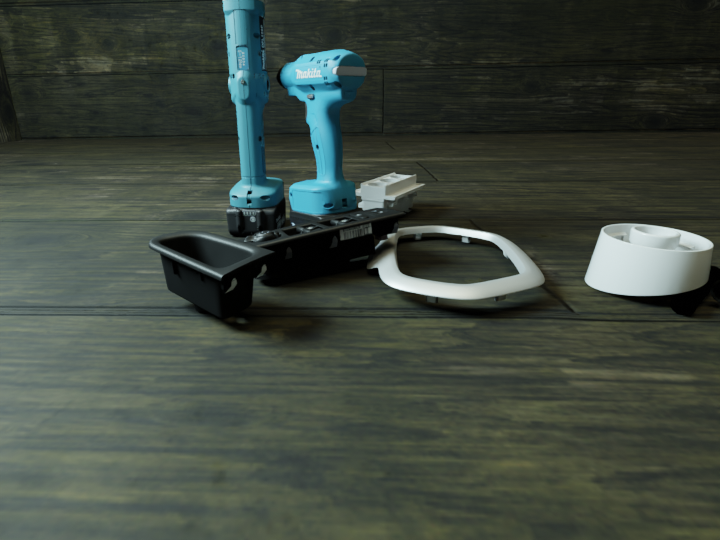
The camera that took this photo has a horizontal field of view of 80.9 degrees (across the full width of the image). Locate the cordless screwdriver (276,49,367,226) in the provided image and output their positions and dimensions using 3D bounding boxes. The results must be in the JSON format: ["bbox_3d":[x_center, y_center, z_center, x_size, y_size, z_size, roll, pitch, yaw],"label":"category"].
[{"bbox_3d":[-0.063,-0.163,0.582,0.072,0.244,0.168,-14,25,-37],"label":"cordless screwdriver"}]

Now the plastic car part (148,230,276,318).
[{"bbox_3d":[-0.143,0.007,0.398,0.122,0.069,0.064,14,25,32],"label":"plastic car part"}]

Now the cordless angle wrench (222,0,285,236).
[{"bbox_3d":[-0.155,-0.259,0.594,0.075,0.414,0.099,2,20,3],"label":"cordless angle wrench"}]

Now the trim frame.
[{"bbox_3d":[0.101,-0.015,0.500,0.186,0.027,0.251,1,22,5],"label":"trim frame"}]

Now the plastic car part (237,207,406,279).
[{"bbox_3d":[-0.048,-0.032,0.494,0.197,0.065,0.070,-11,23,-23],"label":"plastic car part"}]
